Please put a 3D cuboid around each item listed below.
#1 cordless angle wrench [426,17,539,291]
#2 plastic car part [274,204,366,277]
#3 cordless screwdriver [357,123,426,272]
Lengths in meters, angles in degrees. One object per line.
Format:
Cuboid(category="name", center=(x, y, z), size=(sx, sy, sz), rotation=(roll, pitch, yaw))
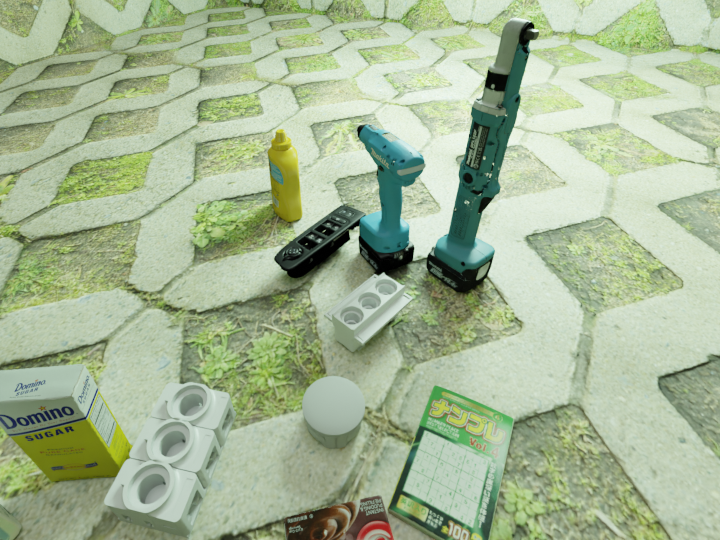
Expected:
Cuboid(category="cordless angle wrench", center=(0.180, -0.146, 0.637), size=(0.072, 0.409, 0.103), rotation=(-28, 50, -29))
Cuboid(category="plastic car part", center=(-0.078, -0.051, 0.801), size=(0.070, 0.065, 0.199), rotation=(32, 52, 30))
Cuboid(category="cordless screwdriver", center=(0.037, -0.128, 0.749), size=(0.073, 0.241, 0.168), rotation=(-18, 45, -21))
